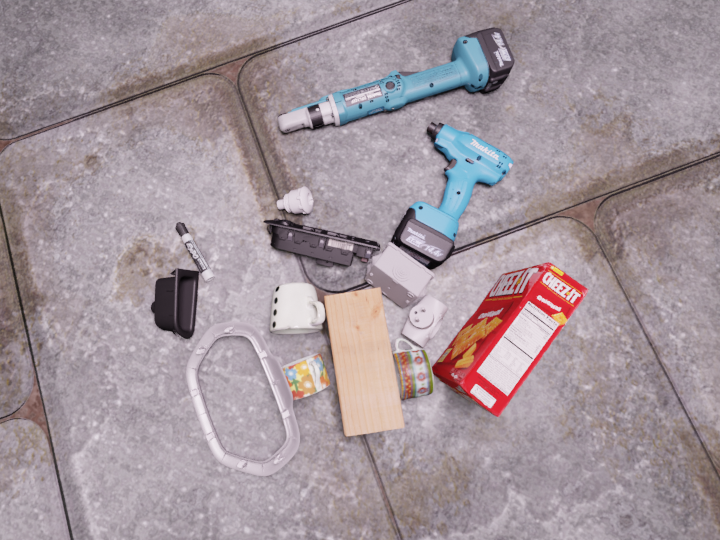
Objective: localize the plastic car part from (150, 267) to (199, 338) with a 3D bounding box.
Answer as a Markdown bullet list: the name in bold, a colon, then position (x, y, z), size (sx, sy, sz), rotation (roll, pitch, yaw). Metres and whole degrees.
- **plastic car part**: position (-0.324, 0.056, 0.724), size (0.073, 0.064, 0.117), rotation (1, 83, 16)

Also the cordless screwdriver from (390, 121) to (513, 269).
- **cordless screwdriver**: position (0.134, -0.136, 0.729), size (0.162, 0.073, 0.248), rotation (33, 78, 7)

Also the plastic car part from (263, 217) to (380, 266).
- **plastic car part**: position (-0.071, -0.047, 0.730), size (0.205, 0.066, 0.066), rotation (17, 107, 4)

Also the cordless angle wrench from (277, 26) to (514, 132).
- **cordless angle wrench**: position (0.053, -0.326, 0.771), size (0.424, 0.073, 0.099), rotation (-17, 80, 2)

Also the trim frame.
- **trim frame**: position (-0.192, 0.204, 0.677), size (0.187, 0.026, 0.253), rotation (-26, 77, 15)
